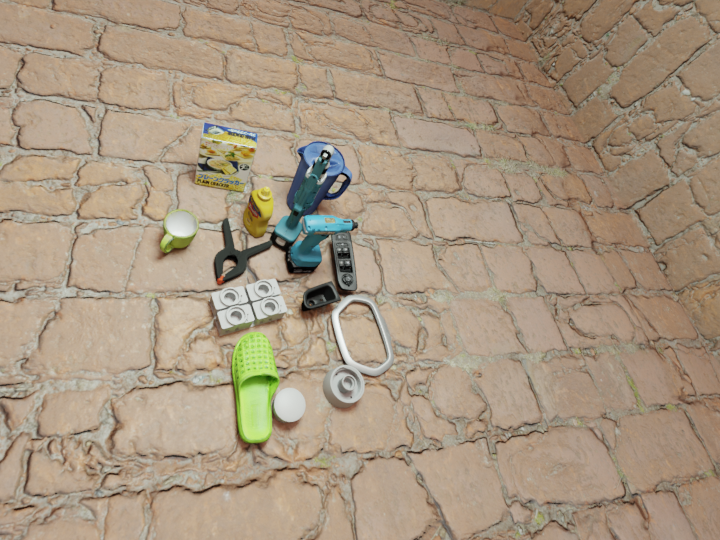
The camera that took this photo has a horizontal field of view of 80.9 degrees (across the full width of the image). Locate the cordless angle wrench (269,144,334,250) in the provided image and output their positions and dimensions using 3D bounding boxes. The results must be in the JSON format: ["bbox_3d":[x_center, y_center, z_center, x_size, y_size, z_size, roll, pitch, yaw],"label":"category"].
[{"bbox_3d":[-0.158,-0.199,1.178,0.074,0.424,0.098,32,53,-7],"label":"cordless angle wrench"}]

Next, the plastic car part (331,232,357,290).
[{"bbox_3d":[-0.057,-0.023,1.332,0.064,0.067,0.210,2,59,-24],"label":"plastic car part"}]

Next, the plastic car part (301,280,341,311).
[{"bbox_3d":[-0.128,0.086,1.232,0.113,0.071,0.068,-18,70,-31],"label":"plastic car part"}]

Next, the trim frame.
[{"bbox_3d":[0.010,0.188,1.251,0.178,0.027,0.257,-8,63,-26],"label":"trim frame"}]

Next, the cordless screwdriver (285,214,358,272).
[{"bbox_3d":[-0.120,-0.078,1.227,0.153,0.250,0.077,-1,63,-26],"label":"cordless screwdriver"}]
